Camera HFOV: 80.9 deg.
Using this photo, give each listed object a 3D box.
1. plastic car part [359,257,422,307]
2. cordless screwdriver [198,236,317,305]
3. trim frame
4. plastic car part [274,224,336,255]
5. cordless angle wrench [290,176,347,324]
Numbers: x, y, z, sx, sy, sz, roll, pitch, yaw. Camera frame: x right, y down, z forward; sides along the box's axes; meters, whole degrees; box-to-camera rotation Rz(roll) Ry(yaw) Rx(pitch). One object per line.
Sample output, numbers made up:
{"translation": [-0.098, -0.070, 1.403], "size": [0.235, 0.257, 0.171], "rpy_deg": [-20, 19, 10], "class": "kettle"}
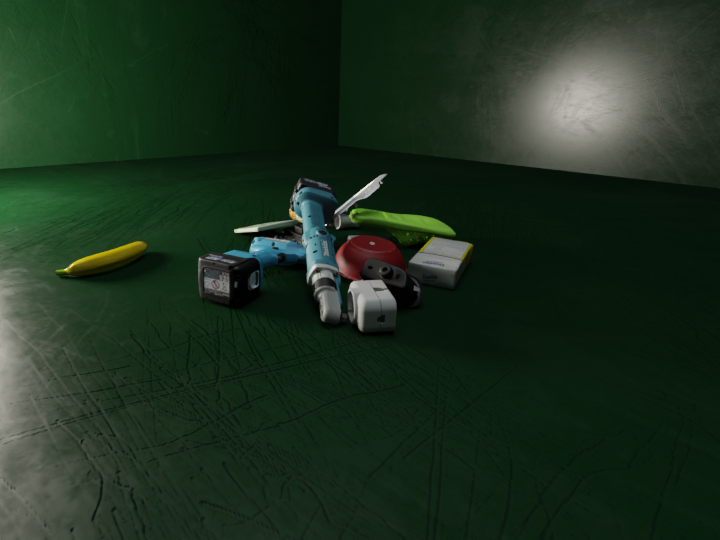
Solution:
{"translation": [0.047, 0.013, 0.730], "size": [0.123, 0.066, 0.067], "rpy_deg": [18, -20, 37], "class": "plastic car part"}
{"translation": [-0.183, -0.010, 0.806], "size": [0.164, 0.073, 0.245], "rpy_deg": [8, 18, 17], "class": "cordless screwdriver"}
{"translation": [-0.023, -0.166, 1.063], "size": [0.245, 0.027, 0.188], "rpy_deg": [-44, 9, -34], "class": "trim frame"}
{"translation": [-0.124, -0.066, 0.970], "size": [0.063, 0.066, 0.215], "rpy_deg": [-7, 23, -41], "class": "plastic car part"}
{"translation": [-0.080, -0.052, 0.818], "size": [0.095, 0.074, 0.439], "rpy_deg": [12, 32, -19], "class": "cordless angle wrench"}
